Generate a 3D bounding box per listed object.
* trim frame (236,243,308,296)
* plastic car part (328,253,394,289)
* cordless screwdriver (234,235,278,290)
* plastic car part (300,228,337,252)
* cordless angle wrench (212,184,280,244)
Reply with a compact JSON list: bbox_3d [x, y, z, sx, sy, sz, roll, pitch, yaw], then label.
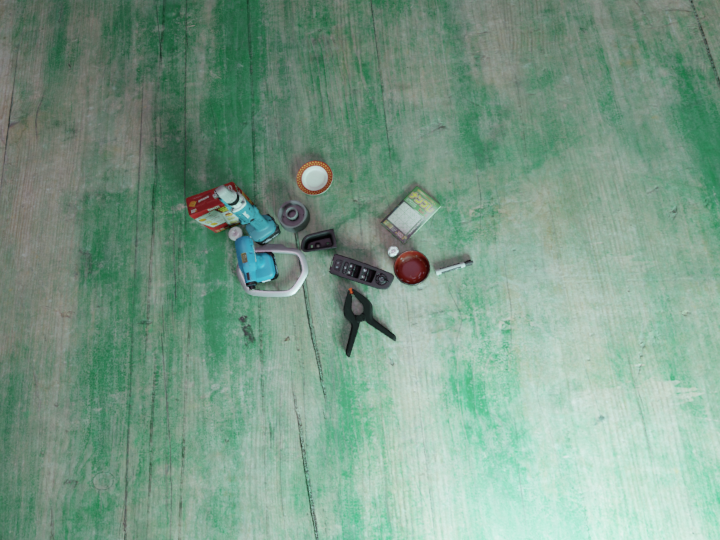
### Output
[{"bbox_3d":[-0.298,-0.002,1.425,0.252,0.027,0.186,0,77,9],"label":"trim frame"},{"bbox_3d":[0.004,0.011,1.354,0.208,0.065,0.066,18,81,12],"label":"plastic car part"},{"bbox_3d":[-0.320,-0.003,1.317,0.075,0.243,0.162,-14,78,2],"label":"cordless screwdriver"},{"bbox_3d":[-0.137,-0.089,1.397,0.117,0.069,0.067,-12,78,5],"label":"plastic car part"},{"bbox_3d":[-0.340,-0.170,1.271,0.098,0.413,0.076,-34,80,-2],"label":"cordless angle wrench"}]
